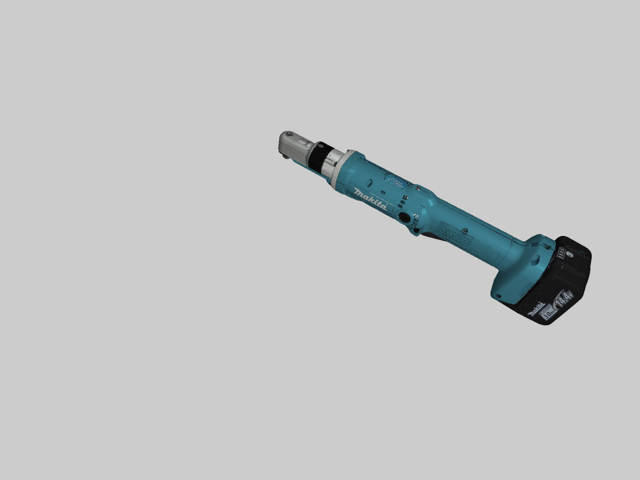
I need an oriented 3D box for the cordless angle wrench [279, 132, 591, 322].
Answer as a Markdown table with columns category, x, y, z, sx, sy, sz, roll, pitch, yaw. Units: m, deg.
| category | x | y | z | sx | sy | sz | roll | pitch | yaw |
| --- | --- | --- | --- | --- | --- | --- | --- | --- | --- |
| cordless angle wrench | 0.121 | -0.042 | 0.554 | 0.423 | 0.098 | 0.074 | 30 | 52 | 13 |
